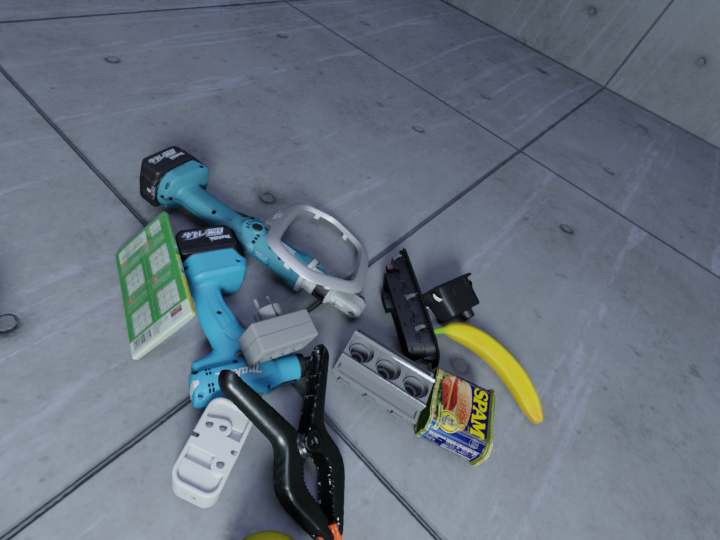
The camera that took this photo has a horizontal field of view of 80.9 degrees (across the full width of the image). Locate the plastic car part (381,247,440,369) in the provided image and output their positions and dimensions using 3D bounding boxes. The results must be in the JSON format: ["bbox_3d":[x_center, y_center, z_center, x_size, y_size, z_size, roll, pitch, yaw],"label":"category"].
[{"bbox_3d":[0.074,0.060,0.670,0.066,0.065,0.212,-7,52,-15],"label":"plastic car part"}]

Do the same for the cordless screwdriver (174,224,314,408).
[{"bbox_3d":[-0.171,0.053,0.586,0.153,0.074,0.260,-7,56,-28],"label":"cordless screwdriver"}]

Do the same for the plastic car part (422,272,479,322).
[{"bbox_3d":[0.162,0.052,0.717,0.112,0.067,0.073,-14,72,-35],"label":"plastic car part"}]

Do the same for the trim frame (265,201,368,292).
[{"bbox_3d":[-0.067,-0.044,0.688,0.182,0.027,0.251,32,27,-8],"label":"trim frame"}]

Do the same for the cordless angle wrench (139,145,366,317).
[{"bbox_3d":[-0.173,-0.054,0.686,0.431,0.074,0.097,34,42,9],"label":"cordless angle wrench"}]
